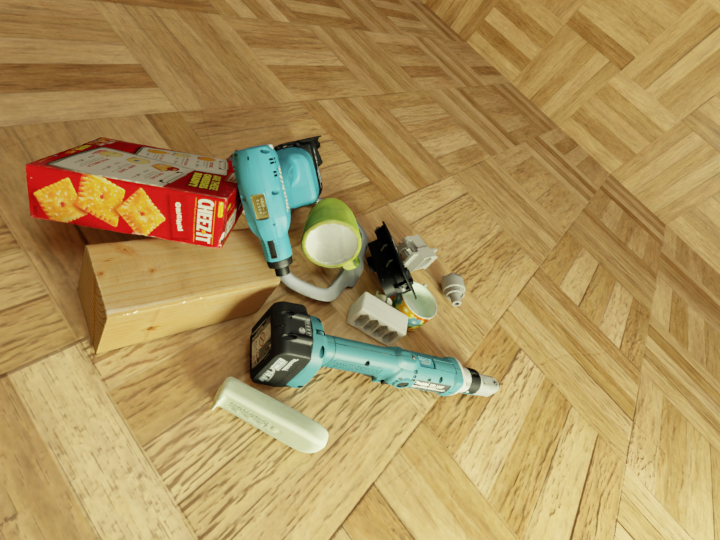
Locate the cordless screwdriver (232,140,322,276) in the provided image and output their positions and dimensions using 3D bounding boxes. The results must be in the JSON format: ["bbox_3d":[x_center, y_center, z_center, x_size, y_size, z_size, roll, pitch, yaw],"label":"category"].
[{"bbox_3d":[-0.106,-0.102,0.600,0.075,0.156,0.251,-9,18,7],"label":"cordless screwdriver"}]

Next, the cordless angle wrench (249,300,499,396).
[{"bbox_3d":[0.051,0.138,0.604,0.404,0.099,0.077,17,43,-28],"label":"cordless angle wrench"}]

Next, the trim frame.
[{"bbox_3d":[-0.071,-0.047,0.729,0.183,0.028,0.248,35,39,-3],"label":"trim frame"}]

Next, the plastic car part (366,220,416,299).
[{"bbox_3d":[0.047,-0.015,0.724,0.067,0.064,0.210,-20,28,0],"label":"plastic car part"}]

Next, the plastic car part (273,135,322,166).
[{"bbox_3d":[-0.120,-0.213,0.825,0.113,0.068,0.071,-32,92,-44],"label":"plastic car part"}]
